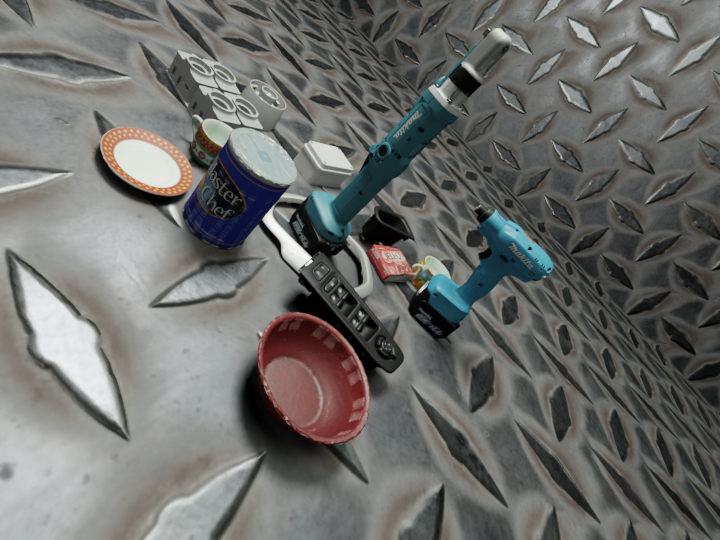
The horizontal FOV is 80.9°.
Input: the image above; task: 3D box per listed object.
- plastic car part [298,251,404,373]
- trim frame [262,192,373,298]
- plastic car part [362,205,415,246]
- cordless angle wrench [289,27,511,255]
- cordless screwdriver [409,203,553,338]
[{"bbox_3d":[-0.021,0.073,0.617,0.204,0.068,0.065,46,31,2],"label":"plastic car part"},{"bbox_3d":[-0.072,-0.047,0.739,0.248,0.028,0.183,44,31,-2],"label":"trim frame"},{"bbox_3d":[0.046,-0.085,0.882,0.110,0.072,0.069,15,44,-41],"label":"plastic car part"},{"bbox_3d":[0.048,-0.176,0.644,0.070,0.428,0.102,5,52,-49],"label":"cordless angle wrench"},{"bbox_3d":[0.191,0.004,0.771,0.159,0.252,0.073,47,31,-1],"label":"cordless screwdriver"}]
